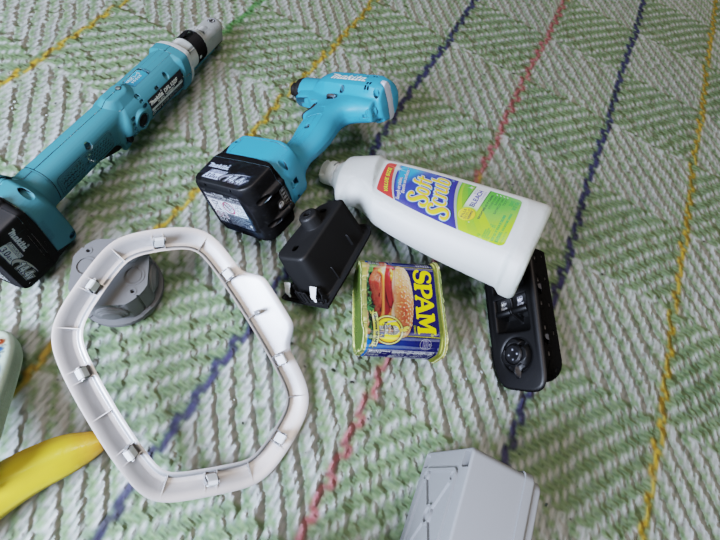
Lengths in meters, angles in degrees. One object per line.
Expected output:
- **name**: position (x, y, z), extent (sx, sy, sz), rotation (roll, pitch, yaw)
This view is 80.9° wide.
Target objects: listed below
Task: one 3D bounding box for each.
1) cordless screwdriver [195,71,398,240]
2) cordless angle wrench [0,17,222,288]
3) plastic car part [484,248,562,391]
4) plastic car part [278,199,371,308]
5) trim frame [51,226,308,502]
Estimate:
- **cordless screwdriver**: position (-0.085, -0.155, 0.500), extent (0.168, 0.071, 0.247), rotation (22, 61, 34)
- **cordless angle wrench**: position (-0.271, -0.178, 0.482), extent (0.075, 0.096, 0.426), rotation (22, 58, 1)
- **plastic car part**: position (0.178, 0.035, 0.469), extent (0.064, 0.068, 0.207), rotation (25, 56, -29)
- **plastic car part**: position (-0.043, -0.028, 0.441), extent (0.069, 0.067, 0.117), rotation (6, 54, 38)
- **trim frame**: position (-0.148, 0.075, 0.373), extent (0.180, 0.028, 0.250), rotation (-32, 87, -29)
